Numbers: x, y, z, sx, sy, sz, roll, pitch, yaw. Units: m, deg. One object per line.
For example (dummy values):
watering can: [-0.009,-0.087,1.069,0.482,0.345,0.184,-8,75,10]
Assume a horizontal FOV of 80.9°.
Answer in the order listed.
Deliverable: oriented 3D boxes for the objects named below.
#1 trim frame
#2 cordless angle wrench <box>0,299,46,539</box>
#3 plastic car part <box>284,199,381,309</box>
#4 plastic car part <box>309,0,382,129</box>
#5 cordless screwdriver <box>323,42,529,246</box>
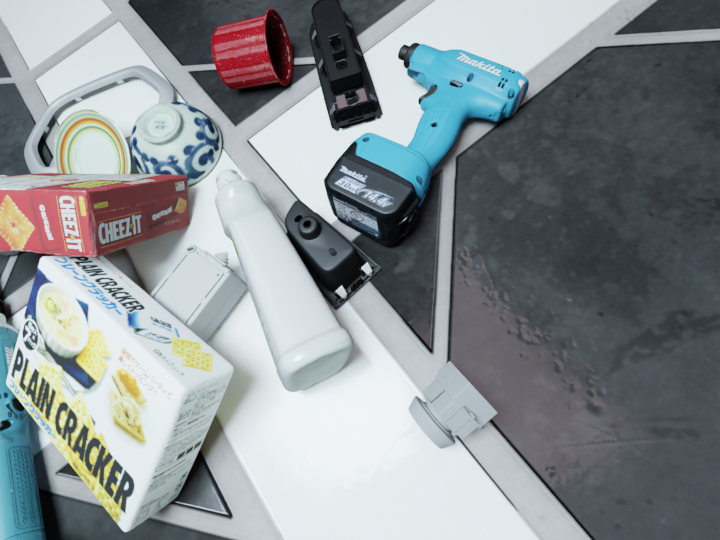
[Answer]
trim frame: [-0.390,-0.219,0.630,0.249,0.026,0.191,-20,64,3]
cordless angle wrench: [-0.384,0.158,0.446,0.074,0.094,0.443,-35,61,-4]
plastic car part: [-0.044,-0.028,0.445,0.066,0.068,0.121,-41,69,-9]
plastic car part: [-0.032,-0.284,0.555,0.067,0.064,0.210,-19,63,11]
cordless screwdriver: [0.052,-0.159,0.477,0.166,0.071,0.248,35,76,23]
